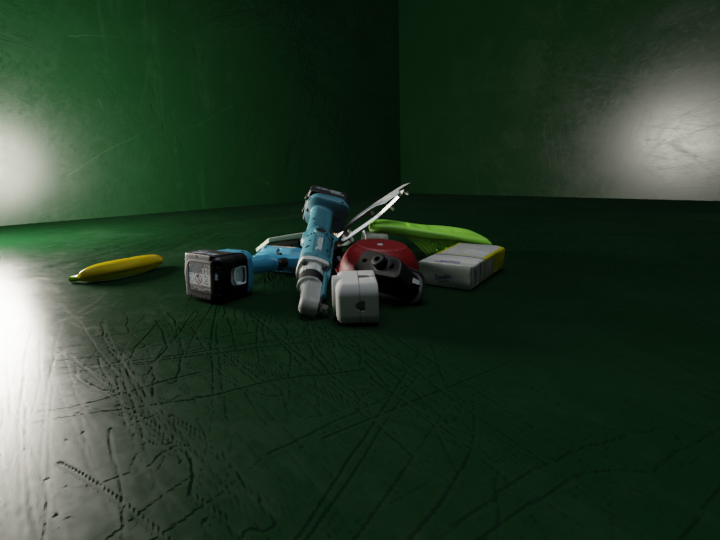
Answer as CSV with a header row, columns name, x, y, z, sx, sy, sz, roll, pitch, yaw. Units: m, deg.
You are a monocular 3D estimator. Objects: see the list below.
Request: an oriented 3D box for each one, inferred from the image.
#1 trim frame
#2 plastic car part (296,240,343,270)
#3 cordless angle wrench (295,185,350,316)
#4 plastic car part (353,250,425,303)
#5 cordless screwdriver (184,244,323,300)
name,x,y,z,sx,sy,sz,roll,pitch,yaw
trim frame,0.029,-0.127,0.994,0.243,0.028,0.185,-35,-7,-31
plastic car part,-0.089,-0.039,0.910,0.063,0.066,0.213,-1,13,-31
cordless angle wrench,-0.074,-0.048,0.757,0.097,0.073,0.432,13,27,-7
plastic car part,0.037,0.002,0.640,0.123,0.066,0.067,12,-27,49
cordless screwdriver,-0.178,-0.006,0.758,0.166,0.074,0.240,5,11,29
